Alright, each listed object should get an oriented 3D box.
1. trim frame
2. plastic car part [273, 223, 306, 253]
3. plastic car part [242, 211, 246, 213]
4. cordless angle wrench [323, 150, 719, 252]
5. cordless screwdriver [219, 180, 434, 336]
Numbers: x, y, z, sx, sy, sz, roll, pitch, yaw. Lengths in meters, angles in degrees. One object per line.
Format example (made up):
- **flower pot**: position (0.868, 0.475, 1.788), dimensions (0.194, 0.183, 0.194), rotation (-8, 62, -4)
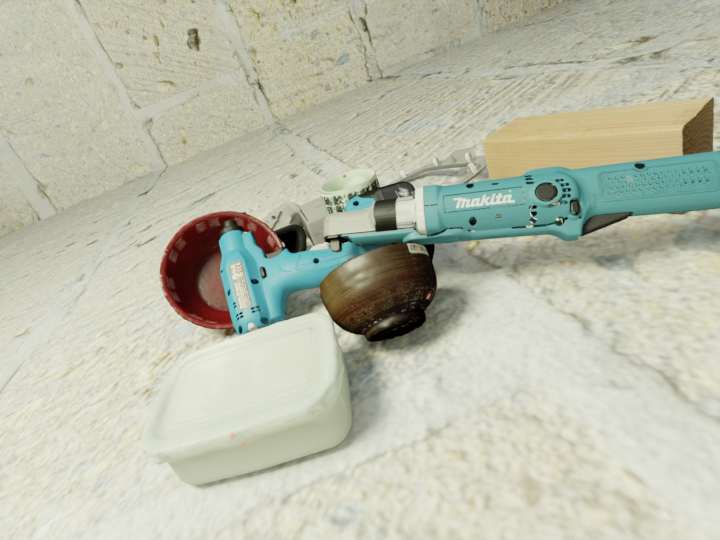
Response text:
- **trim frame**: position (0.093, -0.140, 0.665), dimensions (0.183, 0.027, 0.256), rotation (-32, 17, -10)
- **plastic car part**: position (-0.142, -0.028, 0.655), dimensions (0.115, 0.065, 0.073), rotation (-27, 12, -17)
- **plastic car part**: position (-0.247, -0.060, 0.769), dimensions (0.067, 0.065, 0.207), rotation (-24, 22, 12)
- **cordless angle wrench**: position (0.166, -0.060, 0.380), dimensions (0.436, 0.099, 0.071), rotation (-4, -14, 20)
- **cordless screwdriver**: position (-0.049, -0.032, 0.505), dimensions (0.249, 0.071, 0.166), rotation (-23, 61, 1)
